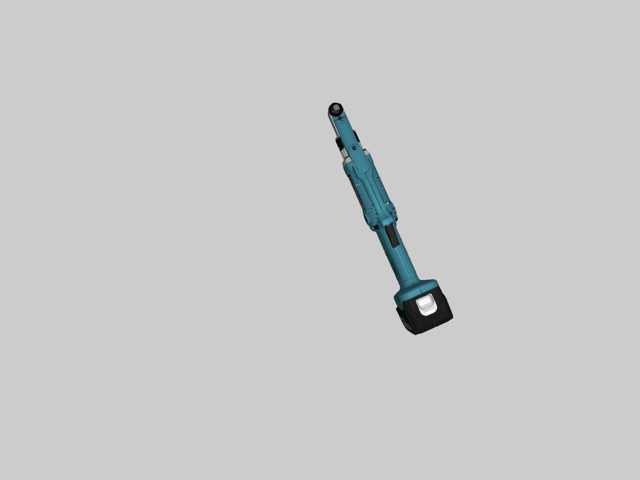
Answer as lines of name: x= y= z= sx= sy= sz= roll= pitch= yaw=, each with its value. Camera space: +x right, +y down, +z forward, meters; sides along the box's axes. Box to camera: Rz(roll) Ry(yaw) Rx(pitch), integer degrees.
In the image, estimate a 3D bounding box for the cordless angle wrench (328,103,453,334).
cordless angle wrench: x=0.106 y=-0.045 z=0.749 sx=0.074 sy=0.422 sz=0.098 roll=-23 pitch=-2 yaw=-3
